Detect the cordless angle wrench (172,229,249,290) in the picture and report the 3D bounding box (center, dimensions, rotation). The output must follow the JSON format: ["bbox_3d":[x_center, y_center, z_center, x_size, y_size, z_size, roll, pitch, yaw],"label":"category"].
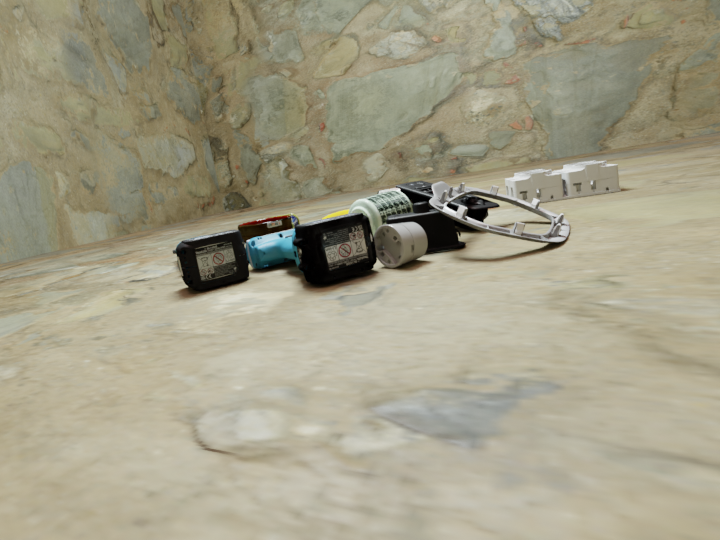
[{"bbox_3d":[-0.306,-0.032,0.791,0.095,0.073,0.441,-15,12,-26],"label":"cordless angle wrench"}]

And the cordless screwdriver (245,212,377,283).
[{"bbox_3d":[-0.061,-0.040,0.626,0.154,0.073,0.259,-17,10,-28],"label":"cordless screwdriver"}]

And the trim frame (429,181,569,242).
[{"bbox_3d":[0.191,-0.088,0.588,0.192,0.027,0.242,22,28,23],"label":"trim frame"}]

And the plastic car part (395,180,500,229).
[{"bbox_3d":[0.145,-0.114,0.744,0.064,0.066,0.214,-6,19,-31],"label":"plastic car part"}]

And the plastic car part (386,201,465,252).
[{"bbox_3d":[0.083,-0.061,0.602,0.119,0.070,0.066,-10,11,14],"label":"plastic car part"}]
